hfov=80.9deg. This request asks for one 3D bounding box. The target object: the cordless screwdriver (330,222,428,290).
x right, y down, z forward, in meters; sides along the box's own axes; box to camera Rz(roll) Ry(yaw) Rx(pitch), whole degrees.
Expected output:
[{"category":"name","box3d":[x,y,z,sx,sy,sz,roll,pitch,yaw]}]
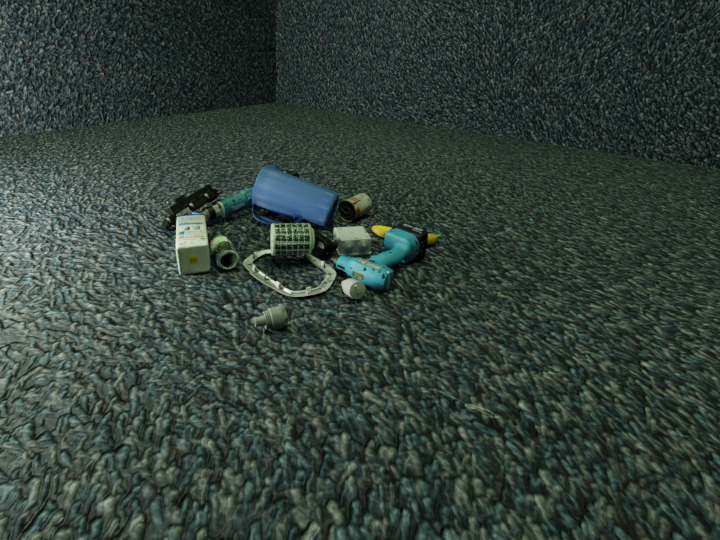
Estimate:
[{"category":"cordless screwdriver","box3d":[0.053,-0.044,1.055,0.167,0.072,0.243,21,37,30]}]

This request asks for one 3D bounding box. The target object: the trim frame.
[{"category":"trim frame","box3d":[-0.172,-0.004,1.011,0.178,0.027,0.263,-23,39,-37]}]

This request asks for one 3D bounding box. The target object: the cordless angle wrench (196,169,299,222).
[{"category":"cordless angle wrench","box3d":[-0.363,-0.225,1.342,0.078,0.095,0.412,19,36,33]}]

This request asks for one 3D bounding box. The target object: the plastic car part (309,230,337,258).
[{"category":"plastic car part","box3d":[-0.109,-0.071,1.113,0.123,0.065,0.068,31,24,36]}]

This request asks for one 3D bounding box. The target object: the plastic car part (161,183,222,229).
[{"category":"plastic car part","box3d":[-0.496,-0.192,1.229,0.199,0.066,0.068,-38,10,-31]}]
